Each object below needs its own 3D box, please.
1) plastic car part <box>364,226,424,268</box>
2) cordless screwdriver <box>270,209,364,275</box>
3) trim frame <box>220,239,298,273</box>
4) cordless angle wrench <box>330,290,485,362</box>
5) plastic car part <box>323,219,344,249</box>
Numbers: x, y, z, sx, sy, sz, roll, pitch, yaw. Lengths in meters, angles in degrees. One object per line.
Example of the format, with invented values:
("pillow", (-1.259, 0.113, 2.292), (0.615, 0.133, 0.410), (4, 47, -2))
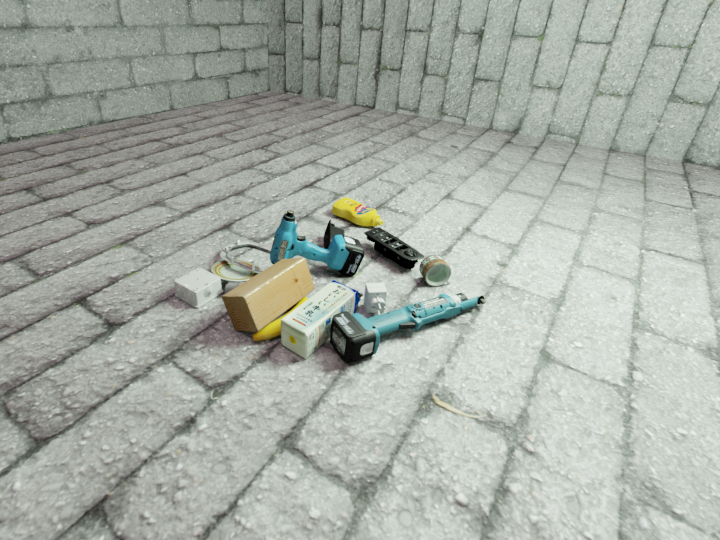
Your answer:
("plastic car part", (0.096, -0.061, 1.255), (0.064, 0.066, 0.215), (-13, 31, -38))
("cordless screwdriver", (-0.113, -0.074, 1.153), (0.242, 0.157, 0.077), (9, 29, -17))
("trim frame", (-0.290, -0.042, 1.225), (0.260, 0.027, 0.179), (17, 25, 24))
("cordless angle wrench", (0.130, 0.107, 0.997), (0.409, 0.072, 0.104), (-13, 35, -27))
("plastic car part", (-0.075, -0.097, 1.320), (0.069, 0.065, 0.121), (11, 33, -15))
